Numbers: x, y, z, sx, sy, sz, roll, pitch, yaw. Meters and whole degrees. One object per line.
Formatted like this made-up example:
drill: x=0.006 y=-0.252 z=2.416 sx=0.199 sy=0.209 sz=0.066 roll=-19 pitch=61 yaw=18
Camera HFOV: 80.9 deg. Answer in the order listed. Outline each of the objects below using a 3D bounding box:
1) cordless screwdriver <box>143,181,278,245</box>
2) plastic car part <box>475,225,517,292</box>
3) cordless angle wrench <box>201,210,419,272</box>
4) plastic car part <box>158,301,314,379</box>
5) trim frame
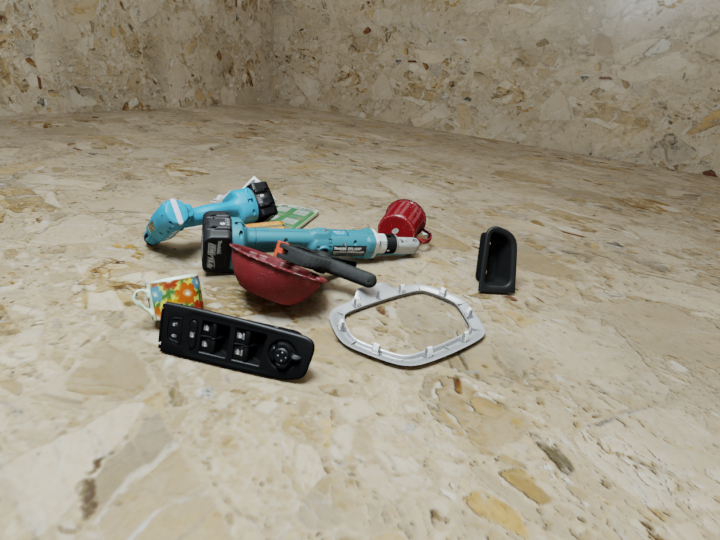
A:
cordless screwdriver: x=-0.299 y=-0.105 z=0.840 sx=0.240 sy=0.075 sz=0.164 roll=-21 pitch=-1 yaw=-44
plastic car part: x=0.240 y=-0.021 z=0.773 sx=0.065 sy=0.116 sz=0.072 roll=3 pitch=1 yaw=-6
cordless angle wrench: x=-0.077 y=-0.051 z=0.791 sx=0.411 sy=0.096 sz=0.078 roll=0 pitch=44 yaw=-19
plastic car part: x=-0.154 y=0.089 z=0.540 sx=0.208 sy=0.066 sz=0.065 roll=11 pitch=0 yaw=15
trim frame: x=0.072 y=0.070 z=0.643 sx=0.240 sy=0.027 sz=0.195 roll=-16 pitch=32 yaw=-31
